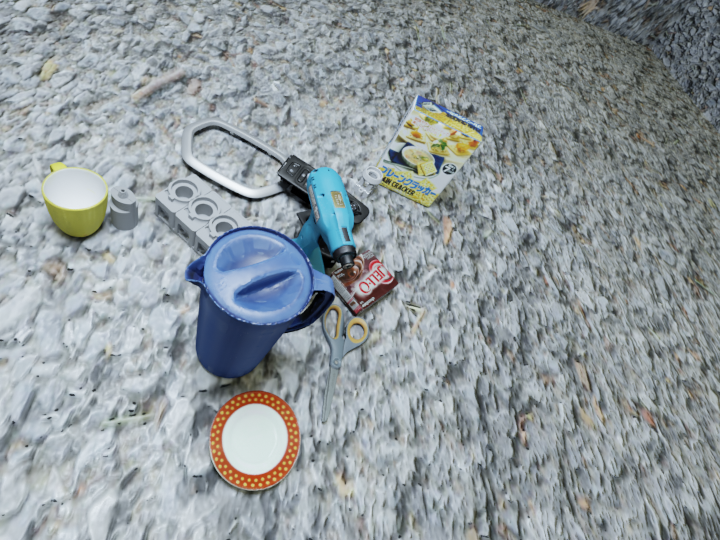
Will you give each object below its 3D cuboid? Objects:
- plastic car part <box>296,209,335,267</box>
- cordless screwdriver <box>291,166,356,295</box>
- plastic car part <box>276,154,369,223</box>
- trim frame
[{"bbox_3d":[-0.078,-0.051,0.801,0.064,0.071,0.121,-12,63,-30],"label":"plastic car part"},{"bbox_3d":[-0.075,-0.024,0.668,0.072,0.249,0.165,-1,59,-27],"label":"cordless screwdriver"},{"bbox_3d":[-0.080,-0.152,0.875,0.203,0.067,0.066,31,51,1],"label":"plastic car part"},{"bbox_3d":[-0.258,-0.239,0.891,0.247,0.027,0.185,26,51,-2],"label":"trim frame"}]
